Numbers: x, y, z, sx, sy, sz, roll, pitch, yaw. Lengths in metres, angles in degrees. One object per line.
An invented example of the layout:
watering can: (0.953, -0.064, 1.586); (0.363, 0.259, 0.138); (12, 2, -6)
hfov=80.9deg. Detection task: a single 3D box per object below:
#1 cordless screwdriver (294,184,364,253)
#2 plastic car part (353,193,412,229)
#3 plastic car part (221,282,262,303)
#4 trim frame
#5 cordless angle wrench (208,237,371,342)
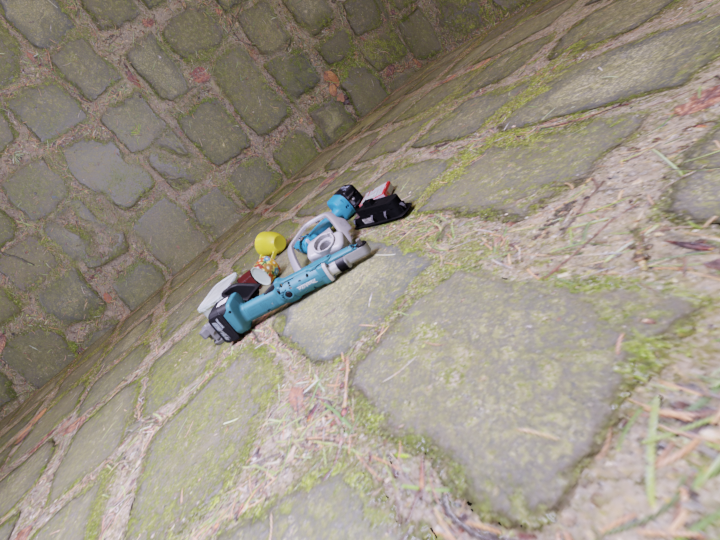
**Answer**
cordless screwdriver: (-0.105, -0.148, 1.271); (0.247, 0.072, 0.165); (-48, 22, -13)
plastic car part: (0.047, -0.152, 1.049); (0.065, 0.065, 0.212); (-40, 22, -27)
plastic car part: (-0.317, 0.078, 1.157); (0.122, 0.068, 0.066); (-1, 37, 35)
trim frame: (-0.107, -0.070, 1.098); (0.185, 0.026, 0.261); (-40, 35, 4)
cordless angle wrench: (-0.162, 0.041, 0.975); (0.430, 0.095, 0.075); (-27, 21, 19)
